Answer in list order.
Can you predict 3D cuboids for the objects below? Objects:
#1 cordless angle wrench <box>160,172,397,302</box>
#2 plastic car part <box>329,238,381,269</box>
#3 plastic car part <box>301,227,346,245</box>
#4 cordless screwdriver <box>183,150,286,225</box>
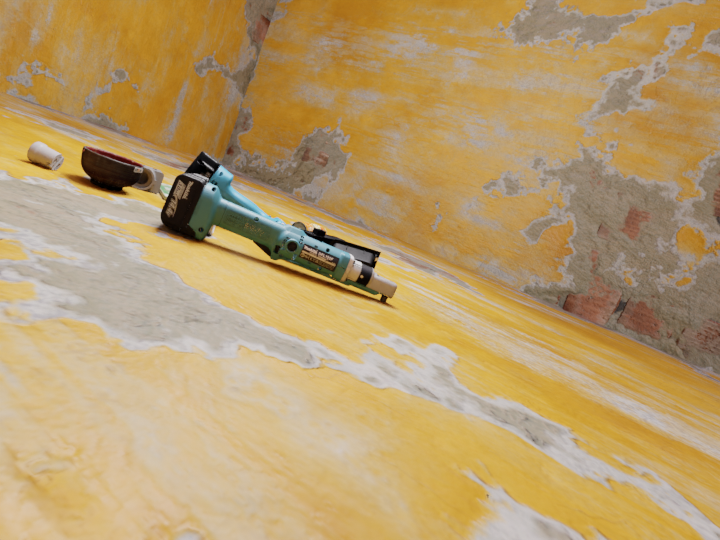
[{"bbox_3d":[-0.123,-0.044,0.733,0.414,0.098,0.076,23,4,-11],"label":"cordless angle wrench"},{"bbox_3d":[-0.020,-0.021,0.940,0.116,0.065,0.072,18,23,-3],"label":"plastic car part"},{"bbox_3d":[-0.098,-0.064,0.999,0.070,0.067,0.192,19,3,34],"label":"plastic car part"},{"bbox_3d":[-0.265,-0.152,0.926,0.243,0.074,0.163,39,0,-14],"label":"cordless screwdriver"}]
